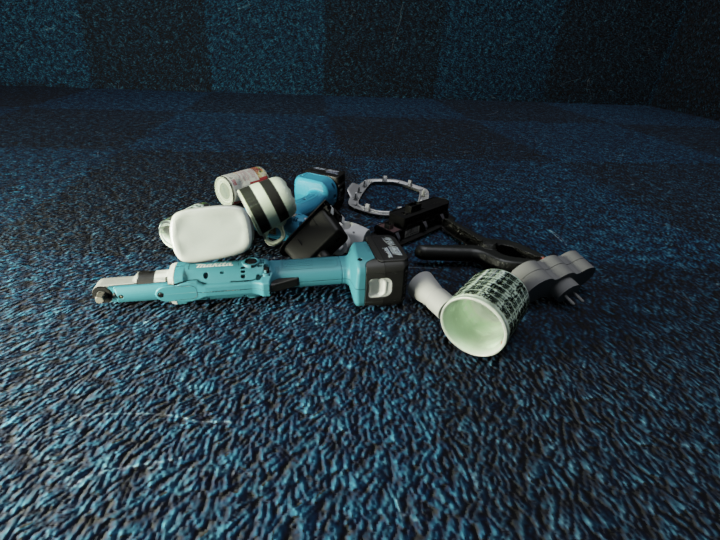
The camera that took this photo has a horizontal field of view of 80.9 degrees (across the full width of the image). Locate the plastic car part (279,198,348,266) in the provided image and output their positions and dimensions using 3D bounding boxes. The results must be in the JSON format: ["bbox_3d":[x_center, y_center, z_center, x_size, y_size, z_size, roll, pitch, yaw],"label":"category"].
[{"bbox_3d":[-0.066,-0.043,0.678,0.075,0.117,0.062,49,8,36],"label":"plastic car part"}]

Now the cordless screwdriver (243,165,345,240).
[{"bbox_3d":[-0.135,-0.139,0.855,0.165,0.072,0.247,12,35,17],"label":"cordless screwdriver"}]

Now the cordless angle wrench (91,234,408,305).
[{"bbox_3d":[-0.150,0.011,0.593,0.419,0.072,0.101,-4,29,-7],"label":"cordless angle wrench"}]

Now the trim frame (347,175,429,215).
[{"bbox_3d":[0.063,-0.177,0.980,0.189,0.027,0.249,8,32,13],"label":"trim frame"}]

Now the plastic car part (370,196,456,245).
[{"bbox_3d":[0.109,-0.103,0.822,0.196,0.065,0.070,-19,29,-38],"label":"plastic car part"}]
